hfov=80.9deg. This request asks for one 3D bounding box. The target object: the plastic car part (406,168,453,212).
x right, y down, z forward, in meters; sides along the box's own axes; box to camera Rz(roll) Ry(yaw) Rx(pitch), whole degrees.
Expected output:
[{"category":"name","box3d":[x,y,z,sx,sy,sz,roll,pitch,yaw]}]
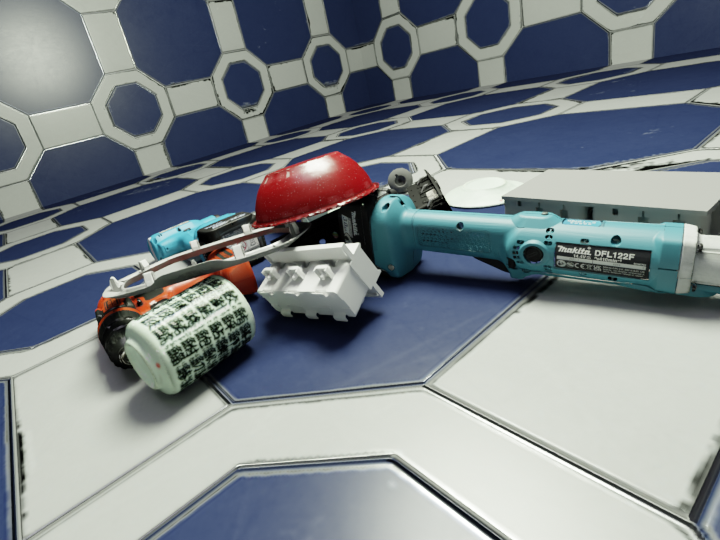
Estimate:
[{"category":"plastic car part","box3d":[0.105,-0.102,0.648,0.068,0.064,0.206,-34,19,20]}]

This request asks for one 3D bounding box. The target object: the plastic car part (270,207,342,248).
[{"category":"plastic car part","box3d":[-0.056,-0.037,0.578,0.116,0.066,0.072,-29,3,-7]}]

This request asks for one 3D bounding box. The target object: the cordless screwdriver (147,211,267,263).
[{"category":"cordless screwdriver","box3d":[-0.252,-0.062,0.736,0.262,0.072,0.155,6,30,45]}]

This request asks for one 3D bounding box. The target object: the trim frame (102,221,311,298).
[{"category":"trim frame","box3d":[-0.177,-0.021,0.496,0.249,0.027,0.188,-15,18,0]}]

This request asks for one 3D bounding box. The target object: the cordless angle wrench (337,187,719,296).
[{"category":"cordless angle wrench","box3d":[0.171,-0.023,0.405,0.445,0.095,0.072,10,28,37]}]
